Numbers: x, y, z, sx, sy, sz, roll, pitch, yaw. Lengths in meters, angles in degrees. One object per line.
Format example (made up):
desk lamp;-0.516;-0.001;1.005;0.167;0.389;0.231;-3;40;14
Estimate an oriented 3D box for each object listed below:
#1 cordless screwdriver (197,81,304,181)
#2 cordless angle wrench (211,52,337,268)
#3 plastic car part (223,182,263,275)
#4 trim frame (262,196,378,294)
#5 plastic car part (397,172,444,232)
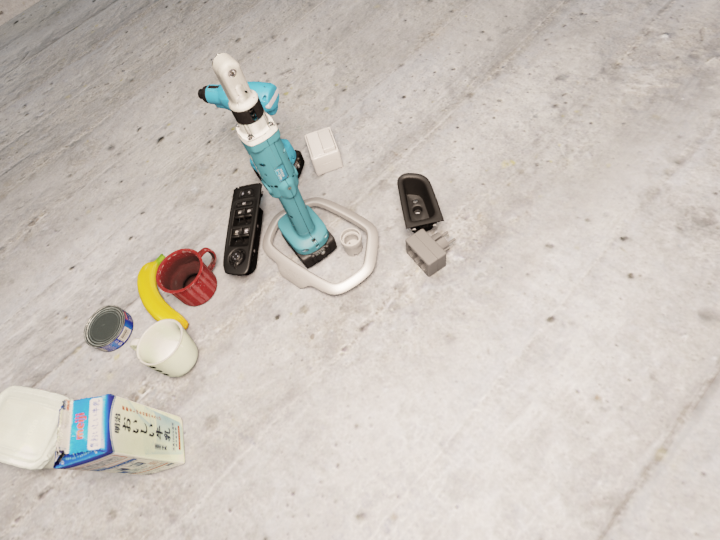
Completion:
cordless screwdriver;-0.212;-0.273;0.851;0.165;0.238;0.075;12;64;17
cordless angle wrench;-0.126;-0.144;0.656;0.074;0.405;0.103;-36;61;-10
plastic car part;-0.230;-0.075;0.844;0.067;0.064;0.208;-4;60;10
trim frame;-0.080;-0.052;0.815;0.261;0.026;0.183;30;72;27
plastic car part;0.106;-0.117;0.780;0.067;0.068;0.120;-12;59;5
